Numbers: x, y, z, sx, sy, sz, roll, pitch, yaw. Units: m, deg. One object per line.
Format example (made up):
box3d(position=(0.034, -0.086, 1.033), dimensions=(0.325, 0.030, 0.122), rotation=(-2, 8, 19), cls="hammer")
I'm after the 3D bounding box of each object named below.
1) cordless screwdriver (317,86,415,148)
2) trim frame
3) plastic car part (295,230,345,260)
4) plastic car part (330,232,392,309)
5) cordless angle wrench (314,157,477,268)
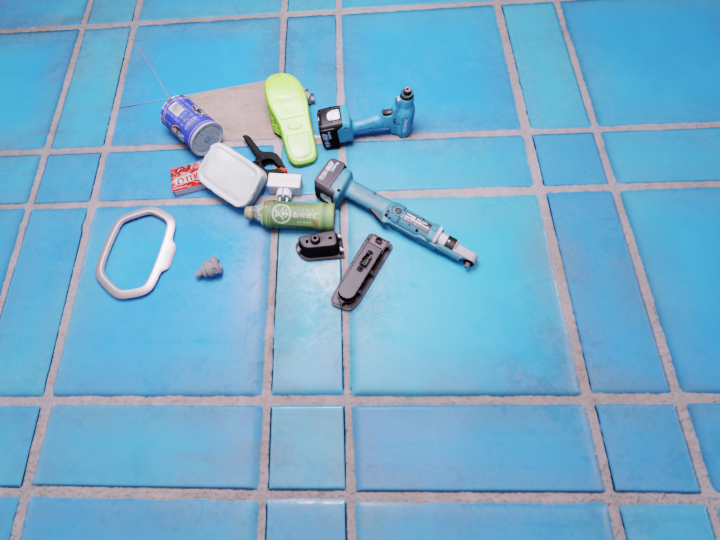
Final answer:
box3d(position=(0.014, -0.394, 1.083), dimensions=(0.250, 0.155, 0.076), rotation=(-7, 70, 2), cls="cordless screwdriver")
box3d(position=(-0.555, -0.048, 1.052), dimensions=(0.187, 0.027, 0.252), rotation=(7, 67, 7), cls="trim frame")
box3d(position=(-0.098, -0.064, 1.003), dimensions=(0.116, 0.069, 0.068), rotation=(-7, 68, -3), cls="plastic car part")
box3d(position=(0.004, -0.001, 0.978), dimensions=(0.067, 0.066, 0.203), rotation=(30, 76, 5), cls="plastic car part")
box3d(position=(0.085, -0.131, 1.020), dimensions=(0.434, 0.072, 0.098), rotation=(31, 73, 12), cls="cordless angle wrench")
